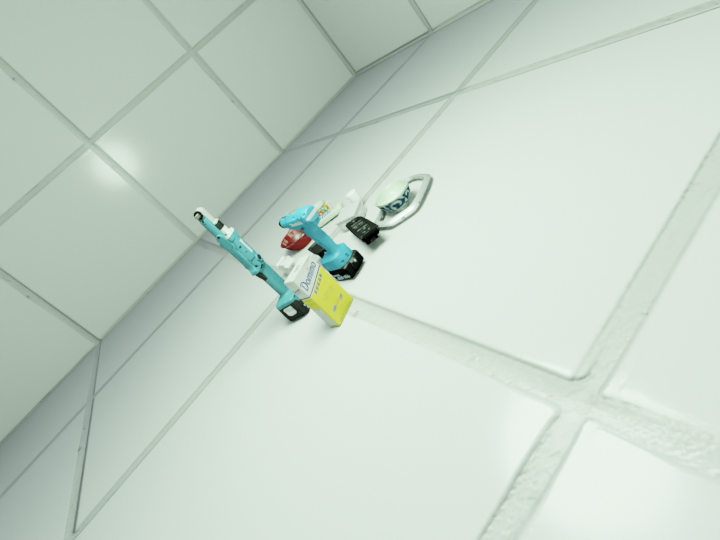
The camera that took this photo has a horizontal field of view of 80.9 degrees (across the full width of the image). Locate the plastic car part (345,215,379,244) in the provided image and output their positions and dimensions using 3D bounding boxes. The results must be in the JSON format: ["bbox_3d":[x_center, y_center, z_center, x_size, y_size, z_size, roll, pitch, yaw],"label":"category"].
[{"bbox_3d":[0.010,-0.121,1.279,0.066,0.064,0.211,-43,26,0],"label":"plastic car part"}]

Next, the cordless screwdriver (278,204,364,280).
[{"bbox_3d":[-0.117,-0.076,1.195,0.166,0.239,0.074,-10,39,51],"label":"cordless screwdriver"}]

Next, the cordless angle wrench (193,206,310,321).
[{"bbox_3d":[-0.302,-0.023,1.186,0.076,0.407,0.100,-32,25,25],"label":"cordless angle wrench"}]

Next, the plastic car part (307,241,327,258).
[{"bbox_3d":[-0.114,-0.058,1.355,0.066,0.068,0.121,-45,25,-5],"label":"plastic car part"}]

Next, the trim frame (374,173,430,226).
[{"bbox_3d":[0.127,-0.217,1.300,0.191,0.026,0.249,-15,38,44],"label":"trim frame"}]
